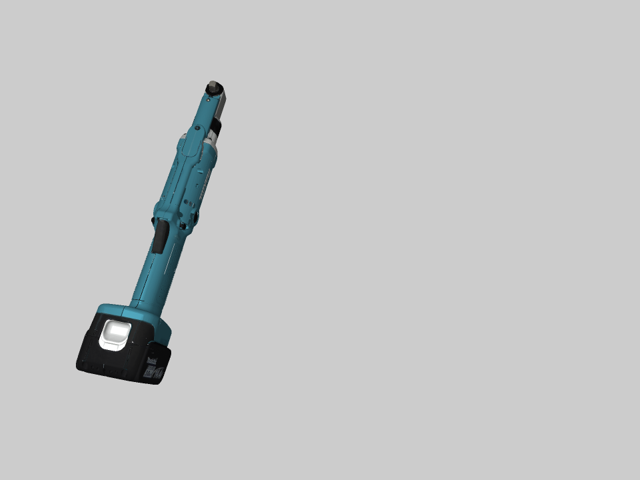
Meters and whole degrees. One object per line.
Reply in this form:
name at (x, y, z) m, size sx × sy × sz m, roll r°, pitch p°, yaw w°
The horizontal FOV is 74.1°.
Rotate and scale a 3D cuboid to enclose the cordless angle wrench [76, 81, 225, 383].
cordless angle wrench at (-0.192, -0.034, 0.562) m, size 0.074 × 0.421 × 0.098 m, roll 10°, pitch -21°, yaw 2°
